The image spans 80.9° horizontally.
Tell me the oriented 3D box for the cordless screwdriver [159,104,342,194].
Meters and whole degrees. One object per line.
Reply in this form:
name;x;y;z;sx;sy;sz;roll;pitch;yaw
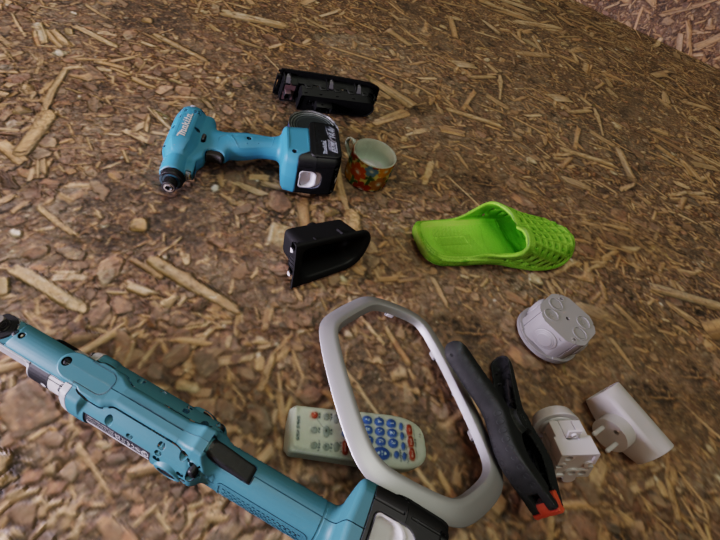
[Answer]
cordless screwdriver;-0.155;-0.158;0.607;0.246;0.073;0.164;6;51;-7

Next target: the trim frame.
trim frame;0.049;0.124;0.438;0.176;0.027;0.260;6;40;-28

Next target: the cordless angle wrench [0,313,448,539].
cordless angle wrench;-0.144;0.145;0.355;0.431;0.096;0.074;25;48;10

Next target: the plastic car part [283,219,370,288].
plastic car part;-0.054;-0.035;0.549;0.113;0.064;0.075;-20;47;-35

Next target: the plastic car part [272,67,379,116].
plastic car part;-0.055;-0.321;0.778;0.197;0.066;0.069;-4;64;-20
